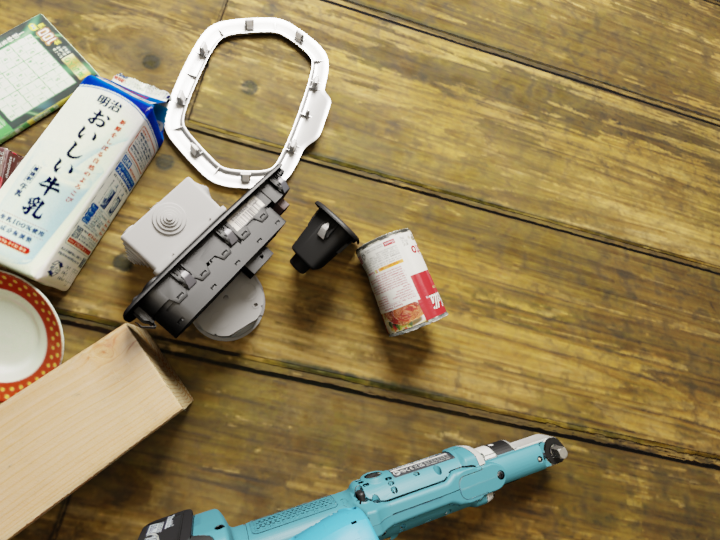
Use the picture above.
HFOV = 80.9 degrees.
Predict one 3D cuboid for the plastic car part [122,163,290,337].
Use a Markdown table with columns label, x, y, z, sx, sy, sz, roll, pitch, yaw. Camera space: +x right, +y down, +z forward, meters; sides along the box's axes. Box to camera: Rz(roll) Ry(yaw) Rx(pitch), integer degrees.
| label | x | y | z | sx | sy | sz | roll | pitch | yaw |
| --- | --- | --- | --- | --- | --- | --- | --- | --- | --- |
| plastic car part | -0.128 | -0.014 | 0.395 | 0.066 | 0.068 | 0.201 | 48 | 56 | -10 |

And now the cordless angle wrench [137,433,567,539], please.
| label | x | y | z | sx | sy | sz | roll | pitch | yaw |
| --- | --- | --- | --- | --- | --- | --- | --- | --- | --- |
| cordless angle wrench | 0.017 | 0.224 | 0.402 | 0.413 | 0.099 | 0.075 | -10 | 80 | -18 |

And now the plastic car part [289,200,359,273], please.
| label | x | y | z | sx | sy | sz | roll | pitch | yaw |
| --- | --- | --- | --- | --- | --- | --- | --- | --- | --- |
| plastic car part | -0.044 | -0.029 | 0.447 | 0.066 | 0.116 | 0.071 | 42 | 95 | -2 |

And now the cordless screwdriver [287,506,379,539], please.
| label | x | y | z | sx | sy | sz | roll | pitch | yaw |
| --- | --- | --- | --- | --- | --- | --- | --- | --- | --- |
| cordless screwdriver | -0.036 | 0.308 | 0.312 | 0.156 | 0.078 | 0.242 | -21 | 111 | -18 |

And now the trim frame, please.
| label | x | y | z | sx | sy | sz | roll | pitch | yaw |
| --- | --- | --- | --- | --- | --- | --- | --- | --- | --- |
| trim frame | -0.130 | -0.215 | 0.519 | 0.182 | 0.027 | 0.251 | 18 | 71 | -6 |
